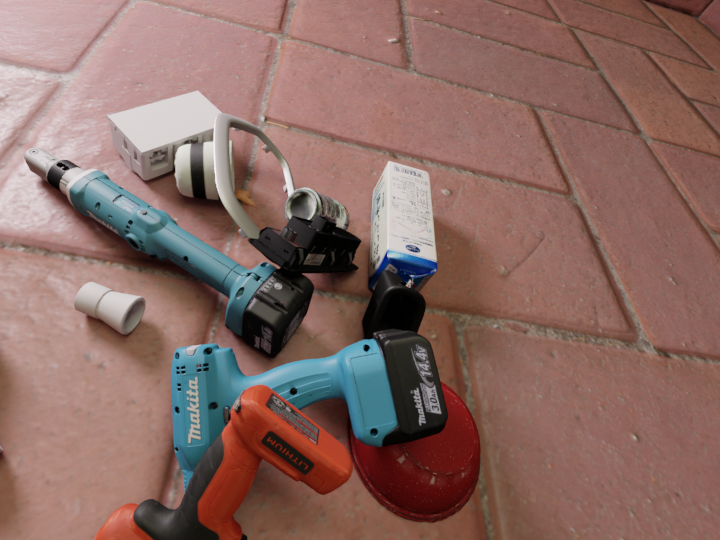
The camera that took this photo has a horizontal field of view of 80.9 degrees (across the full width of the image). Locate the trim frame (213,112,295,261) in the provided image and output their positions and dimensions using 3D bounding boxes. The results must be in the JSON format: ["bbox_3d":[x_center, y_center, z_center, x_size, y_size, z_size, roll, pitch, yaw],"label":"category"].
[{"bbox_3d":[-0.132,-0.112,0.574,0.174,0.028,0.259,34,32,-49],"label":"trim frame"}]

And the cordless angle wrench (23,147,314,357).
[{"bbox_3d":[-0.256,-0.047,0.518,0.433,0.096,0.074,30,53,11],"label":"cordless angle wrench"}]

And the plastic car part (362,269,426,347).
[{"bbox_3d":[0.034,0.049,0.525,0.064,0.115,0.074,6,29,-17],"label":"plastic car part"}]

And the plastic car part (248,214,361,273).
[{"bbox_3d":[-0.052,-0.034,0.527,0.069,0.067,0.195,26,5,21],"label":"plastic car part"}]

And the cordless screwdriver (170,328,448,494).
[{"bbox_3d":[-0.050,0.140,0.398,0.248,0.074,0.161,-6,81,-3],"label":"cordless screwdriver"}]
